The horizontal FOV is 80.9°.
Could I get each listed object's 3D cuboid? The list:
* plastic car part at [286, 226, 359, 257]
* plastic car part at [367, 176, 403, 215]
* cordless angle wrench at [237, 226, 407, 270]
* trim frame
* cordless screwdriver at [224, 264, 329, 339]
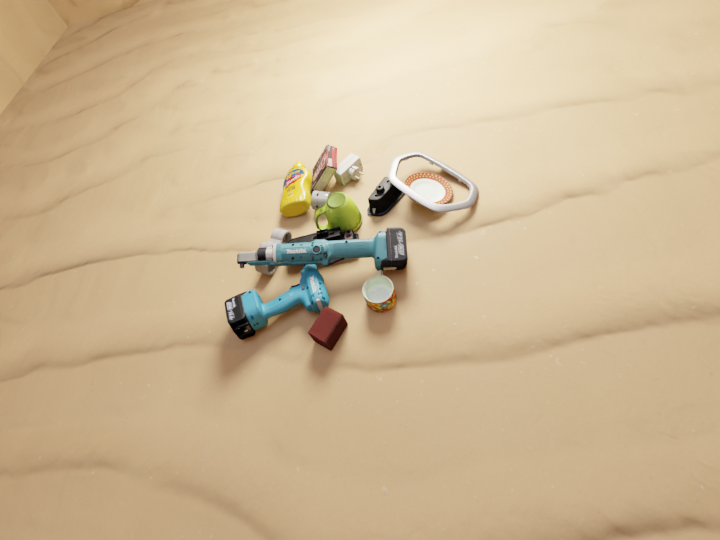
[{"bbox_3d":[-0.108,-0.071,1.106,0.206,0.064,0.068,-16,42,13],"label":"plastic car part"},{"bbox_3d":[0.062,-0.207,1.139,0.069,0.067,0.116,28,67,31],"label":"plastic car part"},{"bbox_3d":[-0.102,-0.043,1.041,0.429,0.072,0.099,-3,76,9],"label":"cordless angle wrench"},{"bbox_3d":[0.188,-0.235,1.111,0.260,0.027,0.181,37,61,26],"label":"trim frame"},{"bbox_3d":[-0.209,0.064,1.051,0.249,0.071,0.166,-20,44,1],"label":"cordless screwdriver"}]
